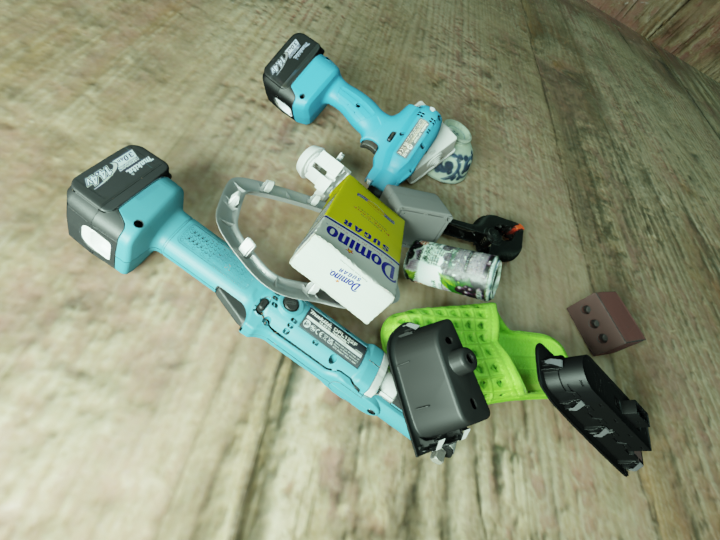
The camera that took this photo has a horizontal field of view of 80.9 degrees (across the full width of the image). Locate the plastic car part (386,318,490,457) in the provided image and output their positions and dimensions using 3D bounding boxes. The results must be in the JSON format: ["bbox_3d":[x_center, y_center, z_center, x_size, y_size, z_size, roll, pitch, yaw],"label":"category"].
[{"bbox_3d":[0.074,0.095,0.380,0.063,0.072,0.120,1,66,-39],"label":"plastic car part"}]

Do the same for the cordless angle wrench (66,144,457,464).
[{"bbox_3d":[-0.078,0.043,0.407,0.421,0.075,0.098,36,47,-2],"label":"cordless angle wrench"}]

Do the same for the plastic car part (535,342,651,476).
[{"bbox_3d":[0.267,0.154,0.470,0.197,0.069,0.066,40,55,-16],"label":"plastic car part"}]

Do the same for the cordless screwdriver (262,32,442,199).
[{"bbox_3d":[-0.028,-0.209,0.599,0.251,0.073,0.159,33,85,5],"label":"cordless screwdriver"}]

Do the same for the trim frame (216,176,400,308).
[{"bbox_3d":[-0.044,-0.029,0.454,0.235,0.028,0.193,11,40,-49],"label":"trim frame"}]
